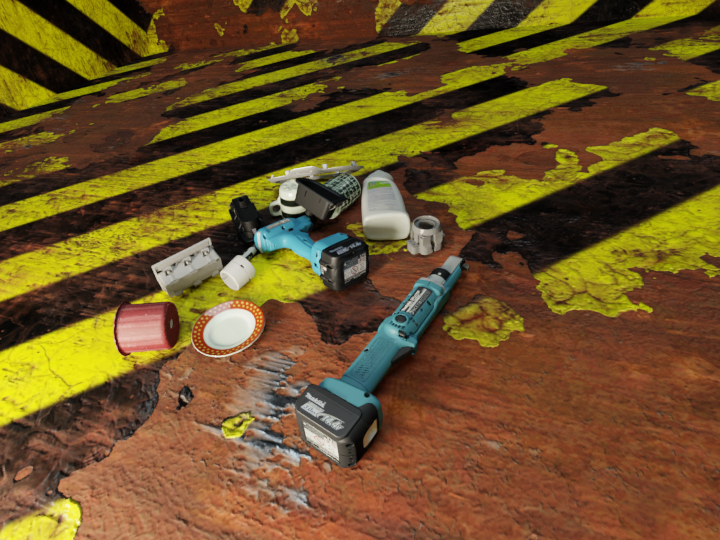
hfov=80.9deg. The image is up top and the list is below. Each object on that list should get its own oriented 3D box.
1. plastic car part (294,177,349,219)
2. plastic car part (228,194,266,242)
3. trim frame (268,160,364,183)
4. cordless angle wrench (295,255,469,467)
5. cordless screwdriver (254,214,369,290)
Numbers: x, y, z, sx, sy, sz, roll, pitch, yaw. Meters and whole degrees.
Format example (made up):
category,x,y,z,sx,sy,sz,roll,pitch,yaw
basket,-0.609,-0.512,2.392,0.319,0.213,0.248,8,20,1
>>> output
category,x,y,z,sx,sy,sz,roll,pitch,yaw
plastic car part,-0.097,-0.150,0.926,0.122,0.070,0.064,30,28,23
plastic car part,-0.267,-0.133,0.997,0.065,0.065,0.214,-14,37,-19
trim frame,-0.113,-0.245,1.064,0.256,0.027,0.181,-3,10,18
cordless angle wrench,0.064,0.096,0.656,0.103,0.072,0.417,19,45,29
cordless screwdriver,-0.085,-0.055,0.865,0.263,0.072,0.155,24,39,39
